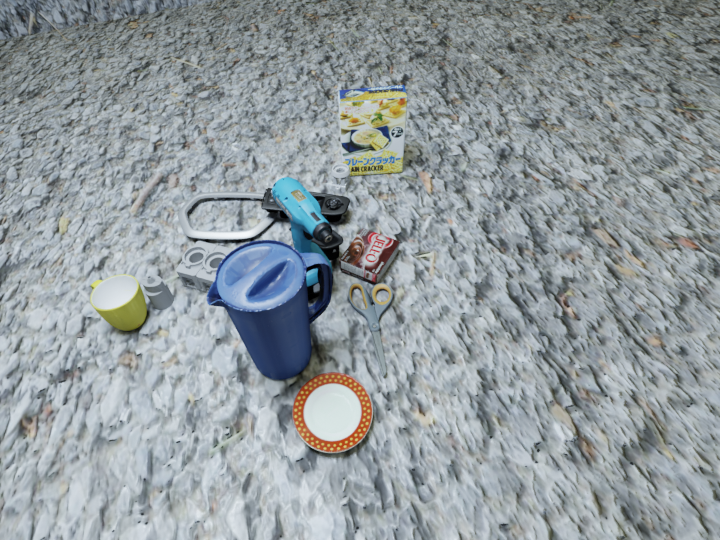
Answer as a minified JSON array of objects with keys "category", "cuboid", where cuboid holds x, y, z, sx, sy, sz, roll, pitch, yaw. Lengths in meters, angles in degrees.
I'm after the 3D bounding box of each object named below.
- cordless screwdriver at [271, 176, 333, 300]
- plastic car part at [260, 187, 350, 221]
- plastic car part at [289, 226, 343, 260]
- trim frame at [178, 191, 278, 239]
[{"category":"cordless screwdriver","cuboid":[-0.093,-0.037,0.777,0.073,0.240,0.168,-26,53,-20]},{"category":"plastic car part","cuboid":[-0.127,-0.146,0.993,0.206,0.064,0.068,3,49,8]},{"category":"plastic car part","cuboid":[-0.089,-0.058,0.909,0.065,0.068,0.123,-37,56,-25]},{"category":"trim frame","cuboid":[-0.324,-0.140,1.034,0.251,0.026,0.189,-1,49,5]}]
